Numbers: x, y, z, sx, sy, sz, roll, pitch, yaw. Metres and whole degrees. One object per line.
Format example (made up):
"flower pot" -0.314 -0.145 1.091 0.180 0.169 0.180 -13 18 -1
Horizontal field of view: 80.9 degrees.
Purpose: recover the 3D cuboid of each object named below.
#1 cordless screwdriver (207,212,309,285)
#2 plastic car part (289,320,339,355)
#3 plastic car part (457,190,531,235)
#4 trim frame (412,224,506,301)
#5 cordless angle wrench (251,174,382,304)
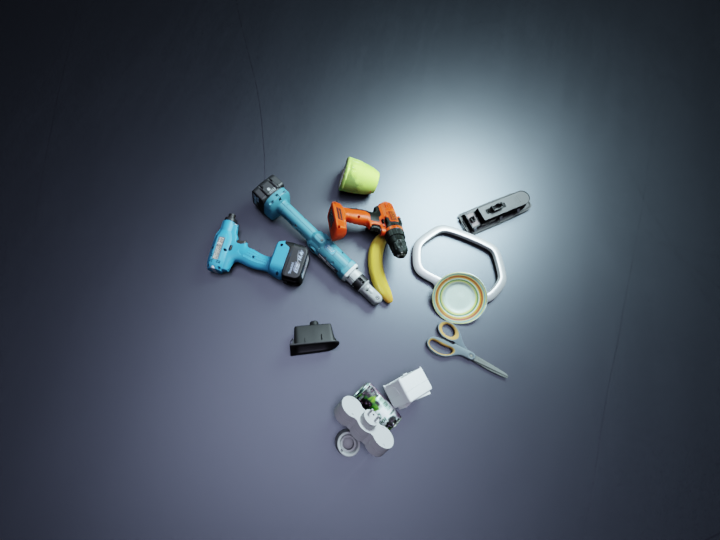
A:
"cordless screwdriver" -0.252 -0.054 1.071 0.252 0.072 0.161 10 71 6
"plastic car part" -0.114 0.156 1.008 0.115 0.064 0.074 -8 58 -9
"plastic car part" 0.368 -0.166 1.130 0.200 0.065 0.069 -21 67 -12
"trim frame" 0.254 -0.018 1.091 0.251 0.027 0.185 23 70 5
"cordless angle wrench" -0.105 -0.068 1.071 0.431 0.097 0.074 44 71 9
